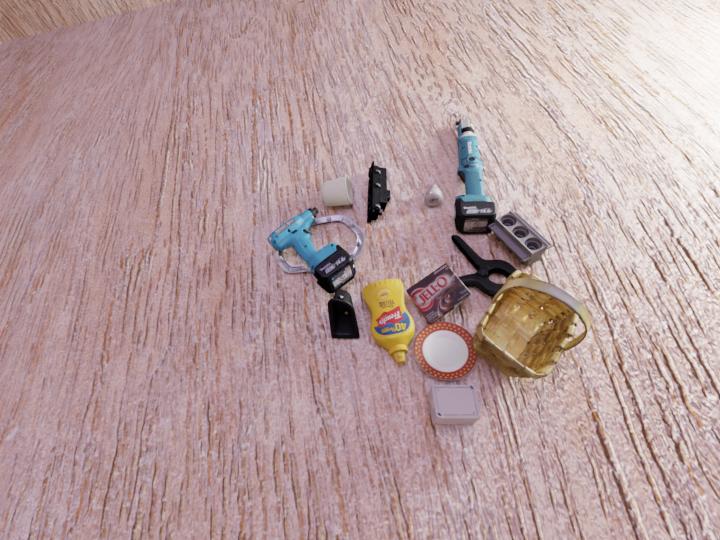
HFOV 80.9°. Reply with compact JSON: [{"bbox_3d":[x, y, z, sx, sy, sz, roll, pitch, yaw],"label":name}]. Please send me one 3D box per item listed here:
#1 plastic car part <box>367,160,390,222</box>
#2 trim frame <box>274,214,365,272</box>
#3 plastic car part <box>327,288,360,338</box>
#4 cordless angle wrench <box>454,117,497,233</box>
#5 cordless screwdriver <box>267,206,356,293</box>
[{"bbox_3d":[0.049,-0.227,1.181,0.067,0.064,0.209,-1,55,-2],"label":"plastic car part"},{"bbox_3d":[-0.111,-0.072,1.130,0.250,0.026,0.191,-11,55,3],"label":"trim frame"},{"bbox_3d":[-0.037,0.090,0.957,0.067,0.113,0.072,-2,31,9],"label":"plastic car part"},{"bbox_3d":[0.301,-0.285,1.162,0.100,0.071,0.433,-1,53,10],"label":"cordless angle wrench"},{"bbox_3d":[-0.108,-0.065,1.071,0.158,0.071,0.263,-41,54,-16],"label":"cordless screwdriver"}]
